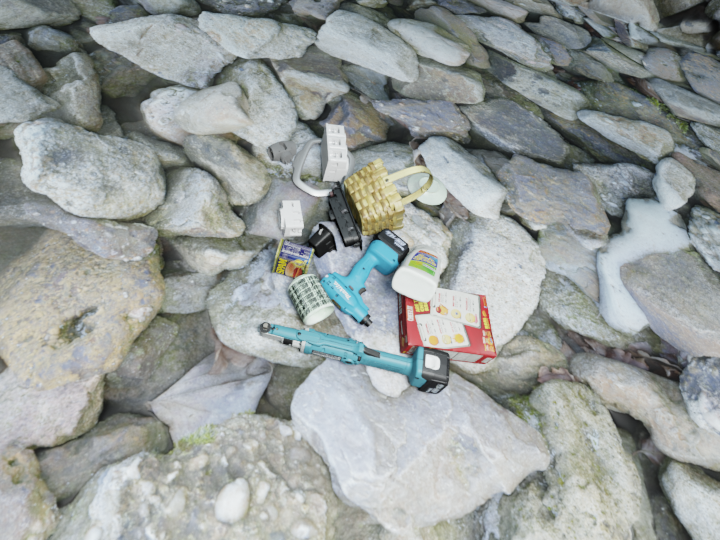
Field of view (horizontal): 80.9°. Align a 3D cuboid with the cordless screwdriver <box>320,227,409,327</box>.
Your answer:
[{"bbox_3d":[0.031,0.016,1.068,0.163,0.074,0.245,43,62,10],"label":"cordless screwdriver"}]

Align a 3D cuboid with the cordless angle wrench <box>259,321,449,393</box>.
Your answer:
[{"bbox_3d":[-0.021,0.180,0.944,0.425,0.096,0.075,13,56,2],"label":"cordless angle wrench"}]

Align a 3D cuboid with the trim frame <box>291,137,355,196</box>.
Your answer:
[{"bbox_3d":[-0.113,-0.315,1.282,0.183,0.027,0.252,16,57,-3],"label":"trim frame"}]

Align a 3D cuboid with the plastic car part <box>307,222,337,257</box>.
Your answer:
[{"bbox_3d":[-0.105,-0.069,1.078,0.068,0.114,0.071,44,81,13],"label":"plastic car part"}]

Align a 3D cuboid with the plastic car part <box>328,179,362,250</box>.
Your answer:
[{"bbox_3d":[-0.047,-0.144,1.154,0.066,0.065,0.210,-19,69,-14],"label":"plastic car part"}]
